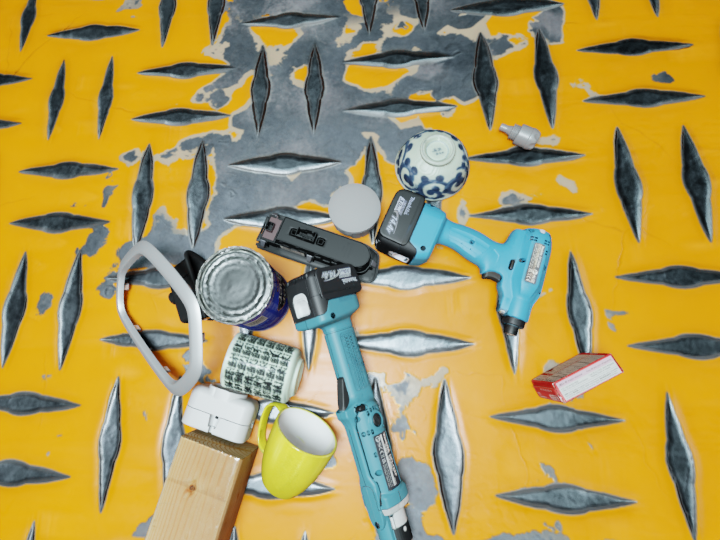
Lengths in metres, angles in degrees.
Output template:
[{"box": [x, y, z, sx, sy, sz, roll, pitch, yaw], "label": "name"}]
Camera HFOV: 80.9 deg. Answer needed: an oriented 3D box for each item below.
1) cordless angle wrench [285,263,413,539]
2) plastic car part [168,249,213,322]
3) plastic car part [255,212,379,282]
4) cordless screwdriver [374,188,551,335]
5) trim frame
[{"box": [0.002, 0.203, 0.575, 0.076, 0.093, 0.430, -28, 75, 42], "label": "cordless angle wrench"}, {"box": [-0.266, 0.036, 0.663, 0.071, 0.063, 0.120, -33, 72, 10], "label": "plastic car part"}, {"box": [-0.065, -0.042, 0.661, 0.206, 0.065, 0.067, 20, 68, 7], "label": "plastic car part"}, {"box": [0.143, -0.015, 0.627, 0.252, 0.073, 0.160, 19, 78, 6], "label": "cordless screwdriver"}, {"box": [-0.297, 0.066, 0.617, 0.261, 0.026, 0.183, 38, 114, 28], "label": "trim frame"}]
